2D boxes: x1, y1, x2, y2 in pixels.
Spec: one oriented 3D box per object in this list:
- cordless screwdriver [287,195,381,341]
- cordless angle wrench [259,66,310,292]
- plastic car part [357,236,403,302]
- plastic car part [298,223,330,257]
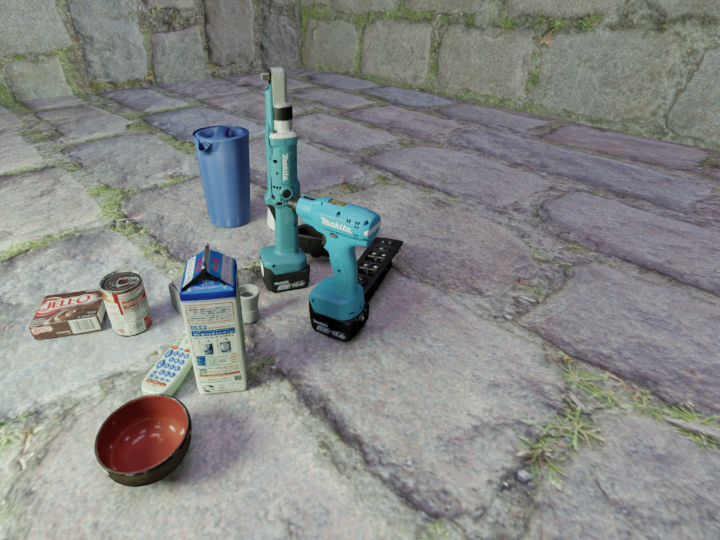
[{"bbox_3d":[-0.054,-0.008,0.724,0.166,0.242,0.073,20,36,25],"label":"cordless screwdriver"},{"bbox_3d":[-0.145,-0.151,0.785,0.096,0.412,0.078,-8,34,-18],"label":"cordless angle wrench"},{"bbox_3d":[0.022,0.002,0.871,0.069,0.065,0.201,16,36,20],"label":"plastic car part"},{"bbox_3d":[-0.094,-0.061,0.961,0.118,0.069,0.067,6,33,7],"label":"plastic car part"}]
